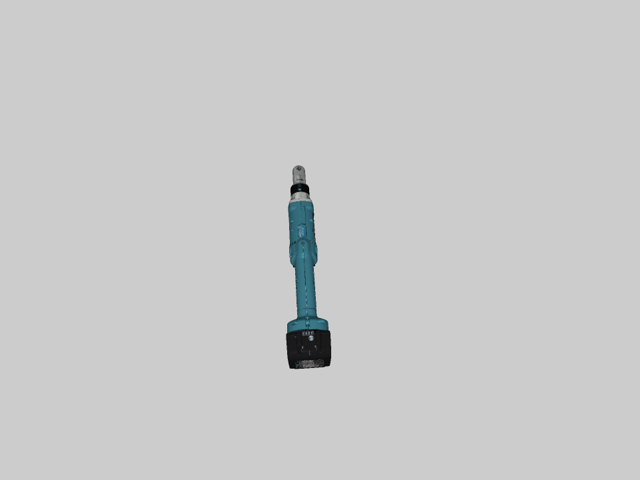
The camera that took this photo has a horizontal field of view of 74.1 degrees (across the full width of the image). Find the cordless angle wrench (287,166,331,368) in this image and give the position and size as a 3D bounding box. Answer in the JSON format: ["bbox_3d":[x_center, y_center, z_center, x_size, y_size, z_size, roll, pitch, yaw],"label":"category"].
[{"bbox_3d":[-0.033,0.026,0.820,0.074,0.421,0.098,-3,-29,-3],"label":"cordless angle wrench"}]
